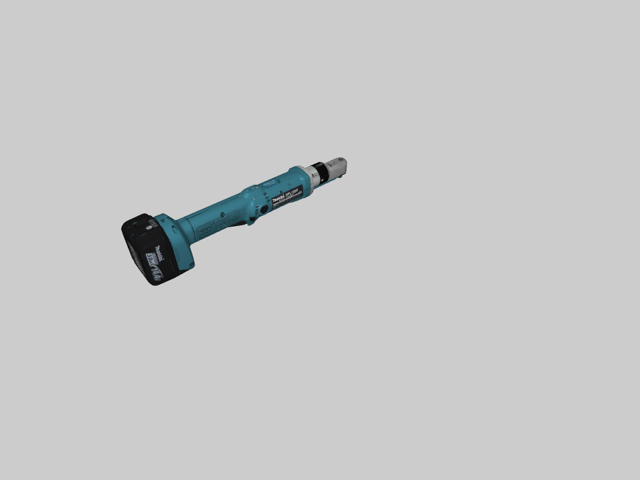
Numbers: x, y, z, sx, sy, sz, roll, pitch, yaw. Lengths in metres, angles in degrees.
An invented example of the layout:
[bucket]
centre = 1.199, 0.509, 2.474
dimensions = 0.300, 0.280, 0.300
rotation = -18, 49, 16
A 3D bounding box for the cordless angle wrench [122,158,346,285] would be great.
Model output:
[cordless angle wrench]
centre = -0.113, -0.063, 0.731
dimensions = 0.422, 0.098, 0.074
rotation = -29, 51, -29
